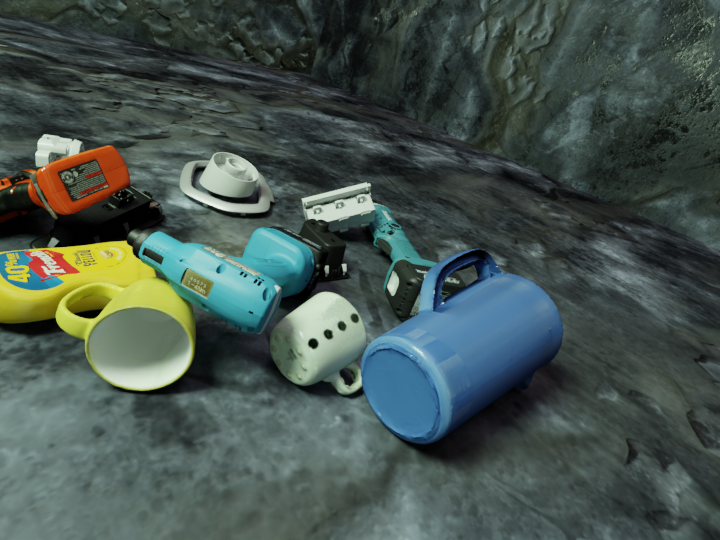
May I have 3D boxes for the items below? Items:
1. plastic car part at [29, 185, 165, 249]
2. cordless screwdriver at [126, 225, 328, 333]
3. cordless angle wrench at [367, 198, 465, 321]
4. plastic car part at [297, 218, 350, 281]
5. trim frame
[{"bbox_3d":[-0.340,-0.071,0.572,0.066,0.067,0.204,37,30,-8],"label":"plastic car part"},{"bbox_3d":[-0.135,-0.011,0.492,0.162,0.074,0.245,26,11,7],"label":"cordless screwdriver"},{"bbox_3d":[0.054,-0.059,0.779,0.095,0.073,0.440,9,27,-19],"label":"cordless angle wrench"},{"bbox_3d":[-0.066,-0.043,0.674,0.063,0.070,0.123,-4,38,-41],"label":"plastic car part"},{"bbox_3d":[-0.260,-0.169,0.837,0.178,0.027,0.260,6,28,-20],"label":"trim frame"}]
